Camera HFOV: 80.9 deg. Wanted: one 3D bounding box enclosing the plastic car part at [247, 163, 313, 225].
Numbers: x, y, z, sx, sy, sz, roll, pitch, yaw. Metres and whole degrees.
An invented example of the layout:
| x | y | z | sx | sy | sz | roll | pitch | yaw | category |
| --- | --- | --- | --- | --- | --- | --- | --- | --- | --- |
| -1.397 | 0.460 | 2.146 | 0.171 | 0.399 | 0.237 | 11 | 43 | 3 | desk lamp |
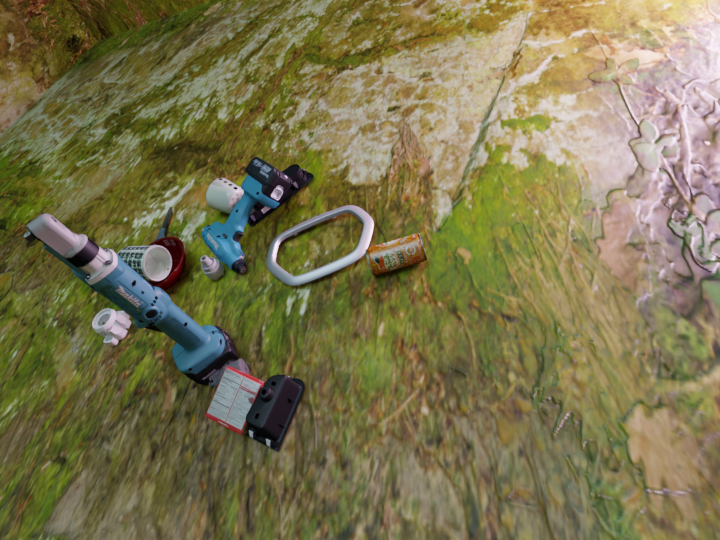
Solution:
| x | y | z | sx | sy | sz | roll | pitch | yaw | category |
| --- | --- | --- | --- | --- | --- | --- | --- | --- | --- |
| -0.213 | -0.200 | 1.055 | 0.202 | 0.064 | 0.070 | -36 | 41 | -9 | plastic car part |

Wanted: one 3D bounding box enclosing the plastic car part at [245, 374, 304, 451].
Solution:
| x | y | z | sx | sy | sz | roll | pitch | yaw | category |
| --- | --- | --- | --- | --- | --- | --- | --- | --- | --- |
| -0.145 | 0.217 | 0.686 | 0.069 | 0.067 | 0.117 | 10 | 62 | 28 | plastic car part |

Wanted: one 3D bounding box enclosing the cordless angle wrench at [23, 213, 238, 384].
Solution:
| x | y | z | sx | sy | sz | roll | pitch | yaw | category |
| --- | --- | --- | --- | --- | --- | --- | --- | --- | --- |
| -0.340 | 0.055 | 0.673 | 0.097 | 0.401 | 0.079 | -37 | 49 | -9 | cordless angle wrench |

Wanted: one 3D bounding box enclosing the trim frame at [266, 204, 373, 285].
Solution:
| x | y | z | sx | sy | sz | roll | pitch | yaw | category |
| --- | --- | --- | --- | --- | --- | --- | --- | --- | --- |
| -0.089 | -0.058 | 0.906 | 0.250 | 0.026 | 0.192 | -25 | 49 | 7 | trim frame |

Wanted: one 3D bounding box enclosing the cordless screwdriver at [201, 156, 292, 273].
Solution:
| x | y | z | sx | sy | sz | roll | pitch | yaw | category |
| --- | --- | --- | --- | --- | --- | --- | --- | --- | --- |
| -0.251 | -0.123 | 0.965 | 0.167 | 0.070 | 0.249 | 43 | 99 | 31 | cordless screwdriver |
